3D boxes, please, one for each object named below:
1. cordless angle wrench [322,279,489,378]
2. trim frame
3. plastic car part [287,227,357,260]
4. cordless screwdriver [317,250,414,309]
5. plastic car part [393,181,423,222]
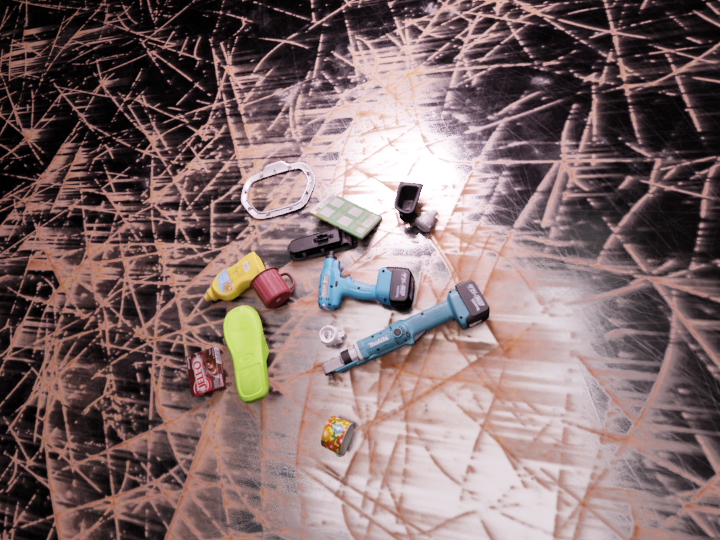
[{"bbox_3d":[0.096,0.156,1.025,0.426,0.071,0.102,-26,65,8],"label":"cordless angle wrench"},{"bbox_3d":[-0.260,-0.255,1.317,0.253,0.026,0.189,-14,65,13],"label":"trim frame"},{"bbox_3d":[-0.116,-0.076,1.186,0.207,0.064,0.068,-15,74,14],"label":"plastic car part"},{"bbox_3d":[0.011,0.023,1.101,0.257,0.071,0.162,-2,69,20],"label":"cordless screwdriver"},{"bbox_3d":[0.127,-0.176,1.142,0.068,0.068,0.118,8,57,18],"label":"plastic car part"}]
